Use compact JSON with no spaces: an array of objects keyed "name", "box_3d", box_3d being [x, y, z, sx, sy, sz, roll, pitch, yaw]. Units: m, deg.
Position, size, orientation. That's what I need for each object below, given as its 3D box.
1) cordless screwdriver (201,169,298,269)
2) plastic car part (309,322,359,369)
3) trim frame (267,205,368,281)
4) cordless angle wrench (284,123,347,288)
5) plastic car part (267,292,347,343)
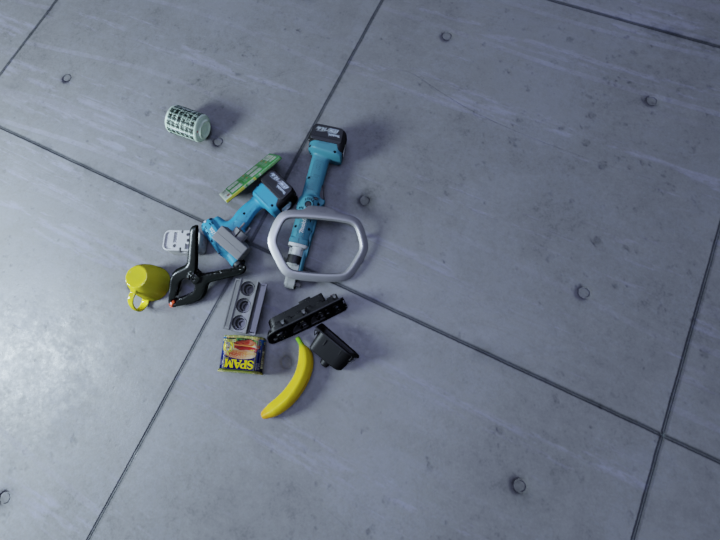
[{"name":"cordless screwdriver","box_3d":[-0.265,-0.125,1.069,0.248,0.072,0.163,-40,77,-2]},{"name":"plastic car part","box_3d":[-0.070,0.185,0.970,0.119,0.064,0.071,42,96,10]},{"name":"trim frame","box_3d":[-0.100,-0.065,1.018,0.243,0.028,0.185,3,86,-12]},{"name":"cordless angle wrench","box_3d":[-0.128,-0.160,1.067,0.099,0.073,0.426,13,78,3]},{"name":"plastic car part","box_3d":[-0.135,0.105,0.994,0.202,0.064,0.070,-30,66,-4]}]
